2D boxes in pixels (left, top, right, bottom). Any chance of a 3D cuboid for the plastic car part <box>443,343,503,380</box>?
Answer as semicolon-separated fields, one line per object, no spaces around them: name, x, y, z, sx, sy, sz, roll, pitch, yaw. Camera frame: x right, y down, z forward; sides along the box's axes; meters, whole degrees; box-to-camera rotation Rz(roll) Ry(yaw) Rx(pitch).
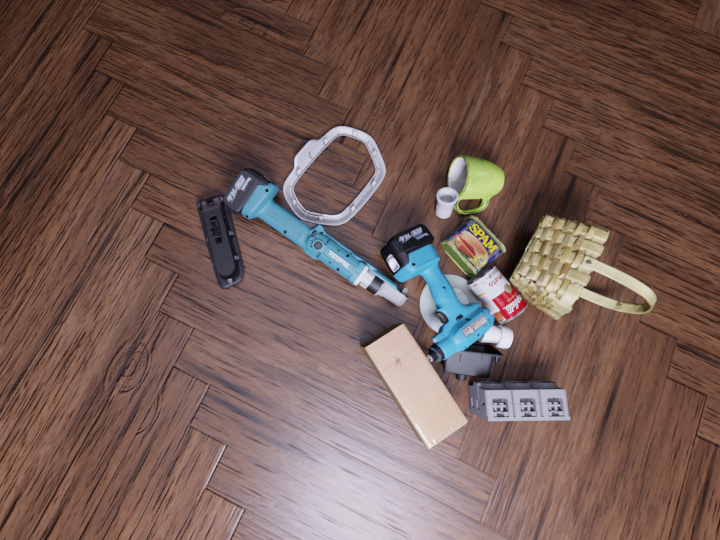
plastic car part;0.211;0.182;0.838;0.117;0.066;0.071;3;93;1

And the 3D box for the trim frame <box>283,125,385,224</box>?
trim frame;-0.057;-0.211;0.931;0.187;0.027;0.248;39;82;8

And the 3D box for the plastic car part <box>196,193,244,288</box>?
plastic car part;-0.290;-0.065;0.879;0.065;0.067;0.205;-15;81;-14

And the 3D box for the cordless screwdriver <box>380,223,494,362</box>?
cordless screwdriver;0.129;0.042;0.820;0.156;0.074;0.255;-29;76;-25

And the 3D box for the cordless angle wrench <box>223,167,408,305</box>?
cordless angle wrench;-0.085;-0.056;0.872;0.425;0.074;0.098;35;95;2
